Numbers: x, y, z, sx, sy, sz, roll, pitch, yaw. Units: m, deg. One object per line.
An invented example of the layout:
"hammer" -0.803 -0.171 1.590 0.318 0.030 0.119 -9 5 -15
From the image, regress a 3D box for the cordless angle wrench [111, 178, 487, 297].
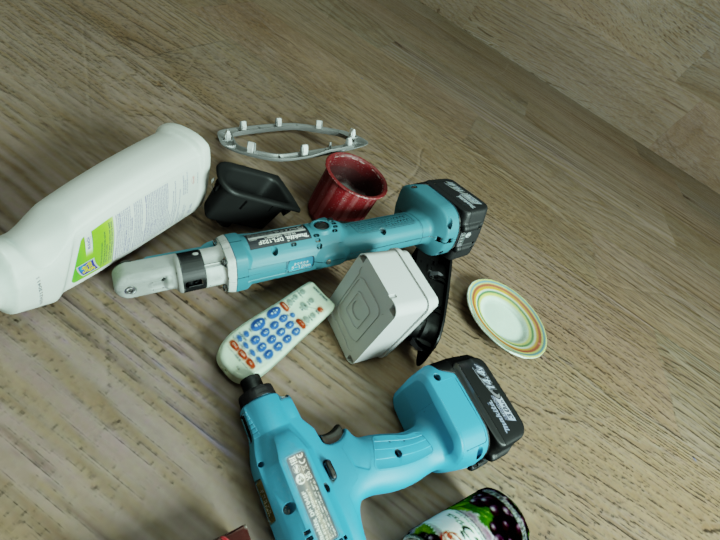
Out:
"cordless angle wrench" -0.046 -0.030 0.474 0.410 0.072 0.103 -14 44 -25

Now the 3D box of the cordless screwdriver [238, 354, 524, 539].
"cordless screwdriver" 0.018 0.138 0.385 0.239 0.074 0.166 -12 57 -34

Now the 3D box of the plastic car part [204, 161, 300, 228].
"plastic car part" -0.141 -0.081 0.504 0.111 0.071 0.069 1 48 -54

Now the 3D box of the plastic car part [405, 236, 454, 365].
"plastic car part" 0.079 0.023 0.535 0.066 0.066 0.206 27 40 -11

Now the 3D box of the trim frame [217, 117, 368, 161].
"trim frame" -0.098 -0.201 0.637 0.194 0.027 0.240 28 34 31
